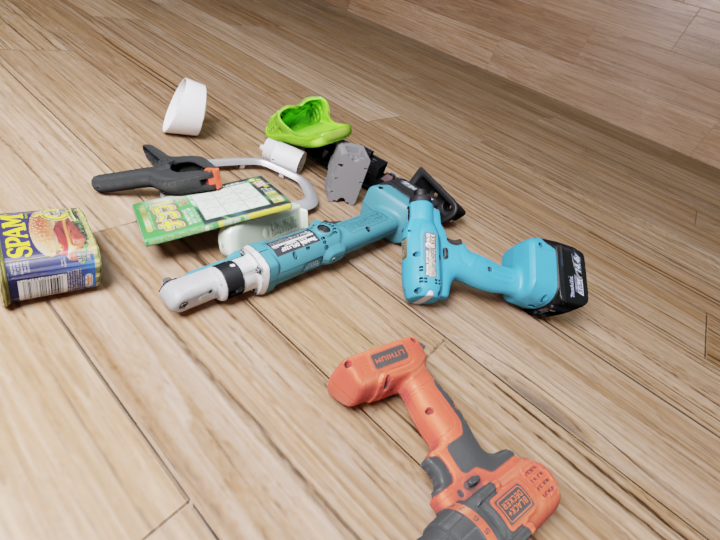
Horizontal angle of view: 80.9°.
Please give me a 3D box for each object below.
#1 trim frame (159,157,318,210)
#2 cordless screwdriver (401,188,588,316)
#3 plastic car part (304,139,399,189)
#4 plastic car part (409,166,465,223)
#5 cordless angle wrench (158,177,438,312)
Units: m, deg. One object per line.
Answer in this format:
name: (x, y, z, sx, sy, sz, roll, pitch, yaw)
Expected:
trim frame: (-0.181, -0.124, 0.650, 0.239, 0.027, 0.194, -15, 46, -39)
cordless screwdriver: (0.175, -0.023, 0.582, 0.244, 0.074, 0.162, 8, 68, -11)
plastic car part: (-0.017, -0.209, 0.804, 0.210, 0.065, 0.065, 28, 44, 17)
plastic car part: (0.141, -0.124, 0.765, 0.067, 0.066, 0.122, 2, 40, -46)
cordless angle wrench: (-0.054, -0.035, 0.555, 0.103, 0.073, 0.410, 40, 44, 26)
